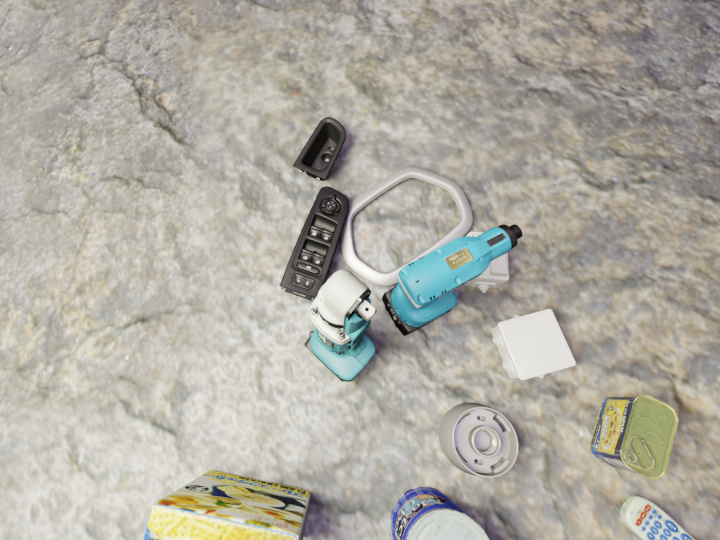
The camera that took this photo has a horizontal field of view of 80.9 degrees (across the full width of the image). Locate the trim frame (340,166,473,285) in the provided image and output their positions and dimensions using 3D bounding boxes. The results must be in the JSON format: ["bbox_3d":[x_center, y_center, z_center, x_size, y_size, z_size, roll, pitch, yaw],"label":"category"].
[{"bbox_3d":[0.077,-0.081,0.745,0.247,0.027,0.190,-35,73,-10],"label":"trim frame"}]

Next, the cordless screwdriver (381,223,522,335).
[{"bbox_3d":[0.116,0.015,0.596,0.158,0.244,0.076,-27,76,-9],"label":"cordless screwdriver"}]

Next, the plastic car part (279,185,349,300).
[{"bbox_3d":[-0.070,-0.046,0.719,0.067,0.066,0.204,16,72,5],"label":"plastic car part"}]

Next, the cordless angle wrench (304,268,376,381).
[{"bbox_3d":[-0.023,0.069,0.492,0.100,0.415,0.074,42,76,9],"label":"cordless angle wrench"}]

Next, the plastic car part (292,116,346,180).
[{"bbox_3d":[-0.067,-0.212,0.775,0.067,0.069,0.117,24,73,7],"label":"plastic car part"}]
